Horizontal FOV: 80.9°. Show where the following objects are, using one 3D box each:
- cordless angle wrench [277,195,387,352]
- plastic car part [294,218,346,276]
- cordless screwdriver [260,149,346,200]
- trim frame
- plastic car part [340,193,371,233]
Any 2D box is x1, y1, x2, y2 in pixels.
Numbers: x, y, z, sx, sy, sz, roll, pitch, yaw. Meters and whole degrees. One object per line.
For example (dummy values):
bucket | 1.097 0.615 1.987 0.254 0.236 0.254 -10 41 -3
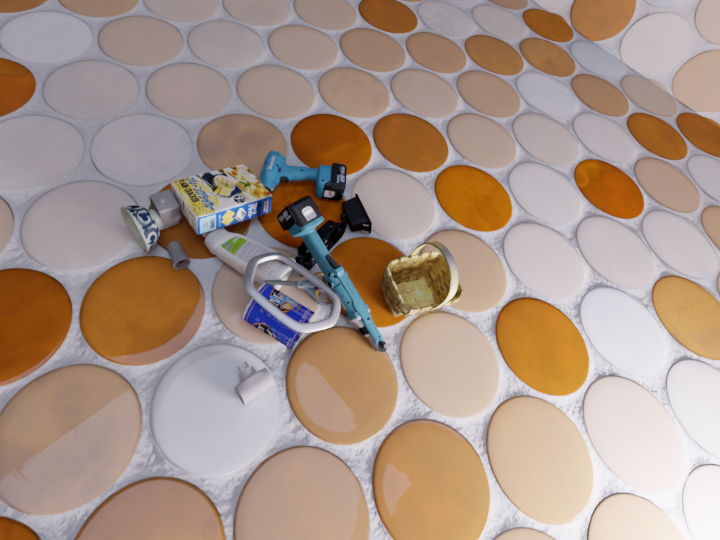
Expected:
cordless angle wrench | -0.057 0.019 1.040 0.073 0.100 0.423 -31 90 -32
plastic car part | -0.112 -0.073 1.145 0.071 0.064 0.200 27 56 32
cordless screwdriver | -0.168 -0.259 1.232 0.248 0.073 0.162 11 59 -2
trim frame | -0.157 0.046 0.973 0.255 0.027 0.181 34 41 12
plastic car part | -0.020 -0.158 1.217 0.070 0.064 0.121 -22 64 -10
